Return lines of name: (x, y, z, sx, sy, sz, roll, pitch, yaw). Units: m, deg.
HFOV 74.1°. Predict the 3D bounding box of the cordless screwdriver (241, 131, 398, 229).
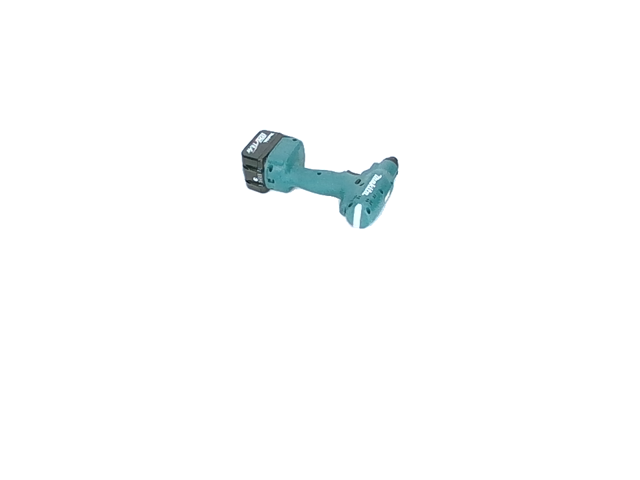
cordless screwdriver: (0.002, -0.119, 0.717, 0.250, 0.074, 0.158, 21, 51, 17)
